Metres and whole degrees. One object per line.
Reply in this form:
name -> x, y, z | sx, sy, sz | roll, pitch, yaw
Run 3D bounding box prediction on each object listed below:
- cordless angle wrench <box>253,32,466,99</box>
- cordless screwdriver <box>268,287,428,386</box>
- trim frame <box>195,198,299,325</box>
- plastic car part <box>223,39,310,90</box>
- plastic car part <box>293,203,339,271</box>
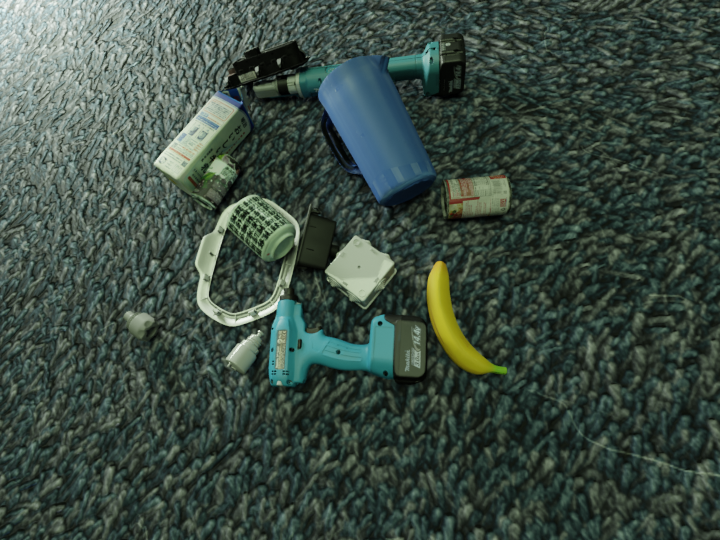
cordless angle wrench -> -0.015, -0.386, 0.844 | 0.432, 0.094, 0.076 | -1, 67, 13
cordless screwdriver -> -0.022, 0.101, 0.665 | 0.254, 0.071, 0.162 | -4, 69, 13
trim frame -> -0.209, -0.022, 0.770 | 0.189, 0.026, 0.251 | 7, 72, 14
plastic car part -> -0.197, -0.427, 0.871 | 0.211, 0.065, 0.066 | 1, 33, 25
plastic car part -> -0.073, -0.047, 0.742 | 0.071, 0.065, 0.118 | 10, 74, -4
